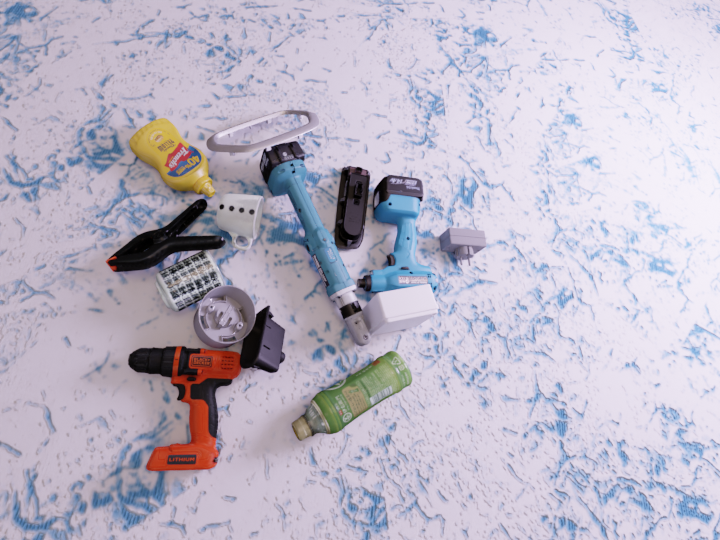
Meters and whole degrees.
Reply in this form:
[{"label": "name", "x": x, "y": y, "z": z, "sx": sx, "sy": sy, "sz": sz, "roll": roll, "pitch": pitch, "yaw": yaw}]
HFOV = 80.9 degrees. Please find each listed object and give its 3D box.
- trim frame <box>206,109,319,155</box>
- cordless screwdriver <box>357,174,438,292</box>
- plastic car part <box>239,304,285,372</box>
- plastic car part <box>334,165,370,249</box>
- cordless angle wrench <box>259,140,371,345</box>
[{"label": "trim frame", "x": -0.198, "y": -0.287, "z": 0.873, "sx": 0.244, "sy": 0.026, "sz": 0.195, "roll": -32, "pitch": 43, "yaw": -25}, {"label": "cordless screwdriver", "x": 0.064, "y": -0.071, "z": 0.870, "sx": 0.156, "sy": 0.074, "sz": 0.254, "roll": 0, "pitch": 72, "yaw": -12}, {"label": "plastic car part", "x": -0.162, "y": 0.132, "z": 0.733, "sx": 0.067, "sy": 0.067, "sz": 0.120, "roll": 33, "pitch": 33, "yaw": -30}, {"label": "plastic car part", "x": -0.011, "y": -0.139, "z": 0.891, "sx": 0.064, "sy": 0.068, "sz": 0.206, "roll": 14, "pitch": 68, "yaw": -16}, {"label": "cordless angle wrench", "x": -0.081, "y": -0.053, "z": 0.826, "sx": 0.072, "sy": 0.098, "sz": 0.432, "roll": -20, "pitch": 77, "yaw": -24}]
